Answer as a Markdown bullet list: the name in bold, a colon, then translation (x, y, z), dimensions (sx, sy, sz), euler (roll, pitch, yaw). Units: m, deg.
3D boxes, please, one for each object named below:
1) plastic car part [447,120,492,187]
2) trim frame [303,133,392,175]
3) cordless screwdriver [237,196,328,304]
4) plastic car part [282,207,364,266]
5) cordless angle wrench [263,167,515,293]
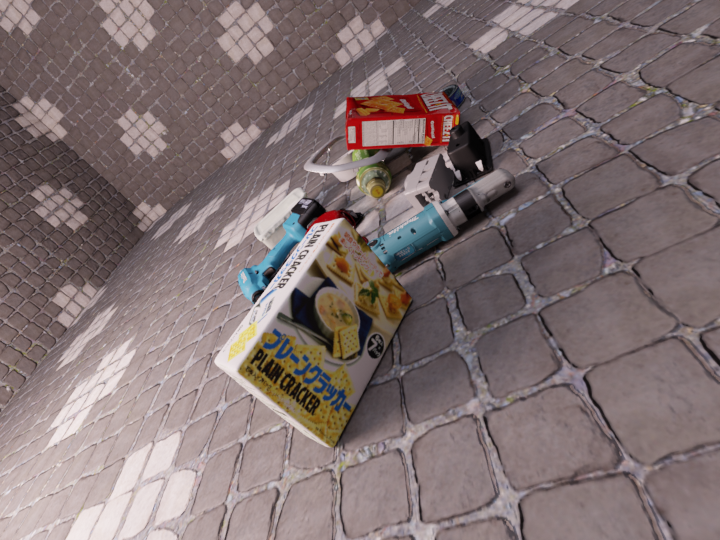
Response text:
- **plastic car part**: translation (0.173, -0.205, 0.702), dimensions (0.068, 0.068, 0.118), euler (-22, 36, 33)
- **trim frame**: translation (-0.020, -0.250, 0.885), dimensions (0.190, 0.026, 0.249), euler (2, 36, 19)
- **cordless screwdriver**: translation (-0.157, -0.037, 0.891), dimensions (0.248, 0.071, 0.166), euler (-48, 28, -3)
- **plastic car part**: translation (-0.081, -0.053, 0.831), dimensions (0.202, 0.064, 0.070), euler (-53, 35, -14)
- **cordless angle wrench**: translation (0.031, -0.022, 0.634), dimensions (0.428, 0.071, 0.101), euler (-31, 29, 16)
